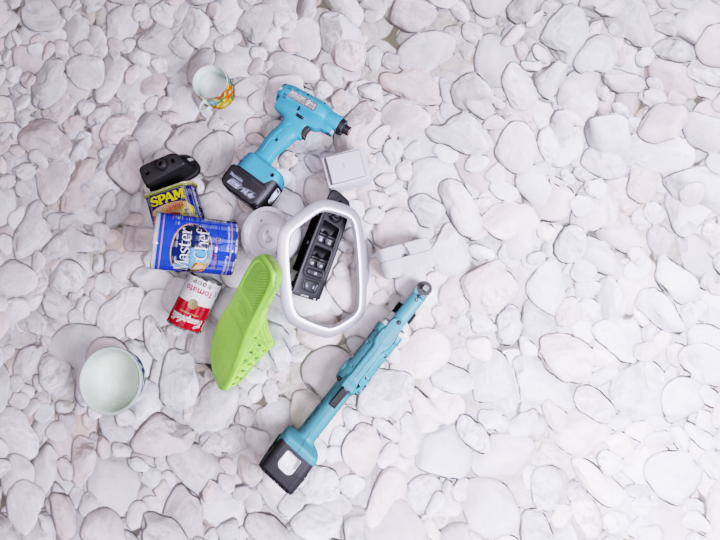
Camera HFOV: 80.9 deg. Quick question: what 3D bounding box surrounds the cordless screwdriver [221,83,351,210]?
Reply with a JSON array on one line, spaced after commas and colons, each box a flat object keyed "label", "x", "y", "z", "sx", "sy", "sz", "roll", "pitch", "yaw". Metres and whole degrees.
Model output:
[{"label": "cordless screwdriver", "x": -0.140, "y": -0.223, "z": 0.809, "sx": 0.162, "sy": 0.073, "sz": 0.249, "roll": 31, "pitch": 84, "yaw": 7}]

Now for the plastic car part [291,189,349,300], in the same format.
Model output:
[{"label": "plastic car part", "x": -0.077, "y": -0.050, "z": 0.787, "sx": 0.063, "sy": 0.070, "sz": 0.203, "roll": 23, "pitch": 89, "yaw": -32}]

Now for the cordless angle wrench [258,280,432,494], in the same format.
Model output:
[{"label": "cordless angle wrench", "x": -0.011, "y": 0.186, "z": 0.745, "sx": 0.075, "sy": 0.097, "sz": 0.422, "roll": 39, "pitch": 85, "yaw": 5}]

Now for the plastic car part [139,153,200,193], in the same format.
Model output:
[{"label": "plastic car part", "x": -0.384, "y": -0.198, "z": 0.832, "sx": 0.117, "sy": 0.070, "sz": 0.067, "roll": -25, "pitch": 85, "yaw": 5}]

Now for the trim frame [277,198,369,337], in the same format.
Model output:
[{"label": "trim frame", "x": -0.060, "y": -0.002, "z": 0.752, "sx": 0.178, "sy": 0.028, "sz": 0.247, "roll": -8, "pitch": 96, "yaw": -24}]
